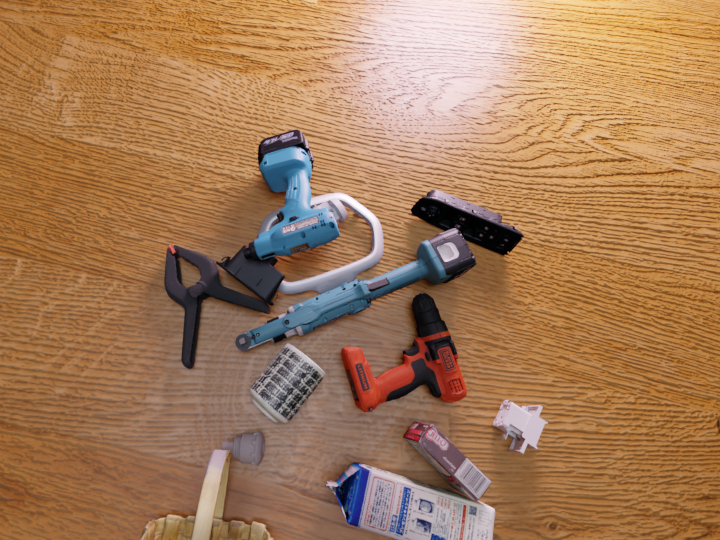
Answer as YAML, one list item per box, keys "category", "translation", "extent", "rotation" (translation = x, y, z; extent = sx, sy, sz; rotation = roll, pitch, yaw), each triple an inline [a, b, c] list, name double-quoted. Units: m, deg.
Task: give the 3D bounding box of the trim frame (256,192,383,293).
- category: "trim frame"
  translation: [-0.077, -0.050, 0.783]
  extent: [0.244, 0.027, 0.189]
  rotation: [-19, 71, -13]

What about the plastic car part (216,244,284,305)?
- category: "plastic car part"
  translation: [-0.176, 0.000, 0.724]
  extent: [0.119, 0.065, 0.071]
  rotation: [33, 86, 9]

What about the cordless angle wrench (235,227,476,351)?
- category: "cordless angle wrench"
  translation: [-0.012, 0.045, 0.726]
  extent: [0.419, 0.096, 0.076]
  rotation: [-23, 76, -8]

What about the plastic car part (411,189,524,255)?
- category: "plastic car part"
  translation: [0.201, -0.102, 0.806]
  extent: [0.204, 0.065, 0.068]
  rotation: [20, 60, 2]

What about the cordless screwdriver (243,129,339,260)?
- category: "cordless screwdriver"
  translation: [-0.140, -0.131, 0.745]
  extent: [0.160, 0.071, 0.259]
  rotation: [-19, 55, 4]
